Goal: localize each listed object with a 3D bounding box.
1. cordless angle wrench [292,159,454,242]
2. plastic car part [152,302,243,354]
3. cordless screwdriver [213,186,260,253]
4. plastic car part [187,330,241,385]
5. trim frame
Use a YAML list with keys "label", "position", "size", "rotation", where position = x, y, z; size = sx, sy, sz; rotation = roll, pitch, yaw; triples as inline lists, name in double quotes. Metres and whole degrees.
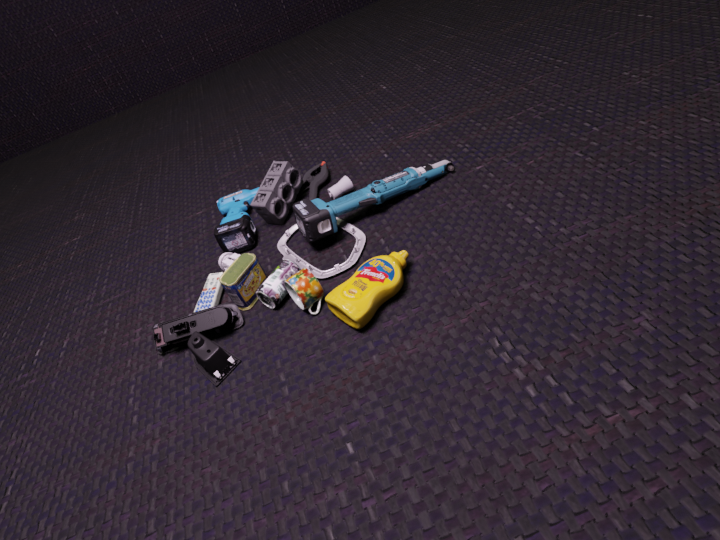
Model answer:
- label: "cordless angle wrench"
  position: [0.044, -0.191, 1.036]
  size: [0.417, 0.071, 0.103]
  rotation: [-24, 38, -13]
- label: "plastic car part"
  position: [-0.353, 0.115, 0.897]
  size: [0.203, 0.065, 0.068]
  rotation: [-16, 68, 1]
- label: "cordless screwdriver"
  position: [-0.323, -0.154, 1.175]
  size: [0.160, 0.071, 0.259]
  rotation: [-21, 37, 1]
- label: "plastic car part"
  position: [-0.304, 0.160, 0.835]
  size: [0.123, 0.068, 0.065]
  rotation: [23, 56, 36]
- label: "trim frame"
  position: [-0.099, -0.065, 1.012]
  size: [0.182, 0.026, 0.263]
  rotation: [-39, 45, -17]
